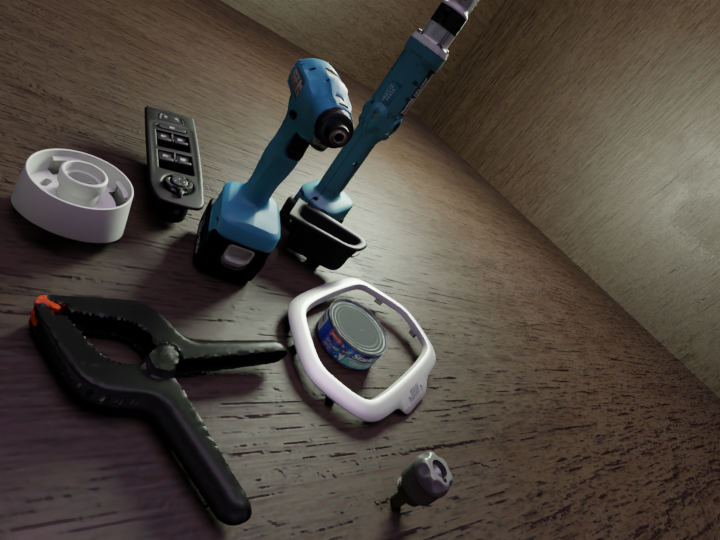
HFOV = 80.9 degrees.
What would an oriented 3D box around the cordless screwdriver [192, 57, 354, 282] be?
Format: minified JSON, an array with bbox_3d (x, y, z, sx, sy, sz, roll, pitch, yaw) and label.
[{"bbox_3d":[-0.092,-0.087,0.438,0.071,0.249,0.166,23,31,-30],"label":"cordless screwdriver"}]

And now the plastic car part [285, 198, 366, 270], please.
[{"bbox_3d":[-0.058,-0.038,0.598,0.115,0.071,0.067,33,27,-8],"label":"plastic car part"}]

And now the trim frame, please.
[{"bbox_3d":[0.009,0.087,0.523,0.190,0.027,0.240,45,28,16],"label":"trim frame"}]

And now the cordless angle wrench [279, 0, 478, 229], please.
[{"bbox_3d":[0.029,-0.215,0.592,0.076,0.424,0.095,44,27,9],"label":"cordless angle wrench"}]

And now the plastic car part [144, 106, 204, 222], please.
[{"bbox_3d":[-0.243,-0.132,0.535,0.063,0.067,0.213,14,34,-39],"label":"plastic car part"}]
